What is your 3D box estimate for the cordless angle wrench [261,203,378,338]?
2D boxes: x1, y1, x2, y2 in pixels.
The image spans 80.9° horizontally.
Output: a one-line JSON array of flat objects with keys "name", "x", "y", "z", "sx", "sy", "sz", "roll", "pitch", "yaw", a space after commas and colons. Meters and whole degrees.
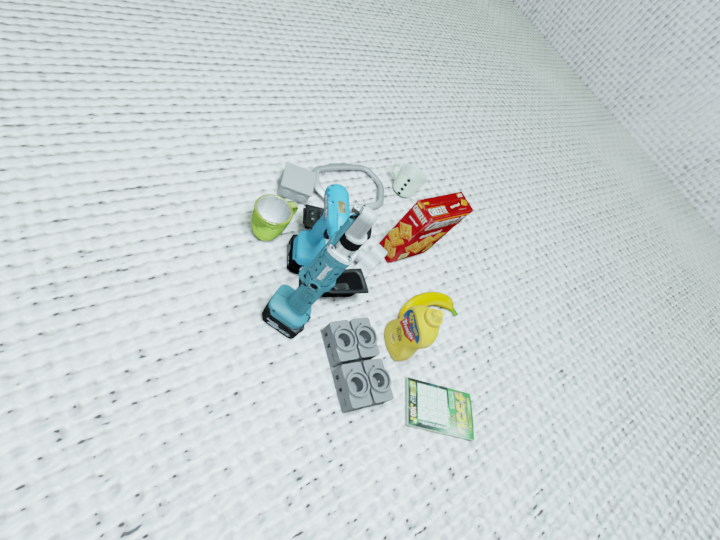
[{"name": "cordless angle wrench", "x": -0.078, "y": 0.011, "z": 0.790, "sx": 0.097, "sy": 0.426, "sz": 0.074, "roll": 37, "pitch": 51, "yaw": -6}]

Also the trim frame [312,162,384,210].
[{"name": "trim frame", "x": -0.032, "y": -0.249, "z": 1.241, "sx": 0.239, "sy": 0.027, "sz": 0.190, "roll": -12, "pitch": 65, "yaw": -32}]

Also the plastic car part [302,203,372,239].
[{"name": "plastic car part", "x": -0.064, "y": -0.112, "z": 1.109, "sx": 0.196, "sy": 0.067, "sz": 0.068, "roll": 9, "pitch": 57, "yaw": -21}]

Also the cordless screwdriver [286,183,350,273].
[{"name": "cordless screwdriver", "x": -0.092, "y": -0.060, "z": 0.943, "sx": 0.072, "sy": 0.250, "sz": 0.164, "roll": 12, "pitch": 57, "yaw": -24}]

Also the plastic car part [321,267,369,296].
[{"name": "plastic car part", "x": -0.051, "y": 0.039, "z": 1.014, "sx": 0.112, "sy": 0.071, "sz": 0.068, "roll": -3, "pitch": 63, "yaw": -29}]
